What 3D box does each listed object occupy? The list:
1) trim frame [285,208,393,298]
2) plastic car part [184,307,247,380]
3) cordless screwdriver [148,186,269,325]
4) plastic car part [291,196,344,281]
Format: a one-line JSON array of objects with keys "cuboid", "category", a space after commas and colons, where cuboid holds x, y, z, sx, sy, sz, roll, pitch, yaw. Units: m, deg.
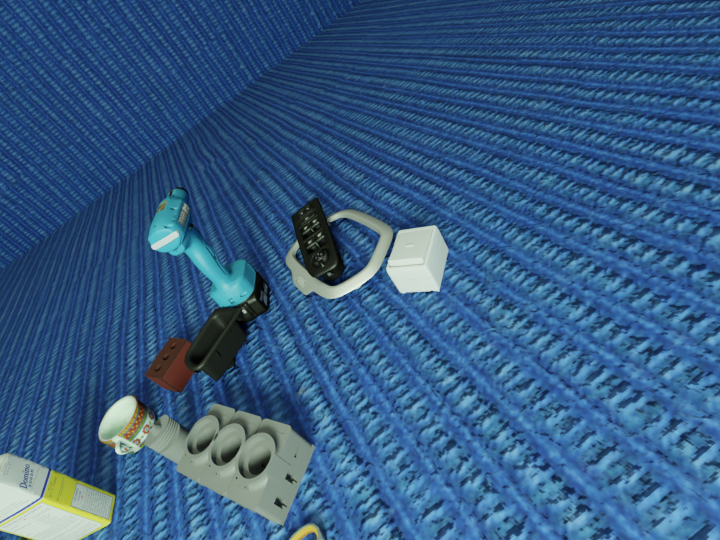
[{"cuboid": [-0.045, -0.034, 0.749, 0.183, 0.026, 0.263, -44, 37, -10], "category": "trim frame"}, {"cuboid": [-0.227, 0.126, 0.685, 0.069, 0.067, 0.117, -6, 45, 34], "category": "plastic car part"}, {"cuboid": [-0.256, -0.027, 0.731, 0.075, 0.236, 0.166, -28, 36, 9], "category": "cordless screwdriver"}, {"cuboid": [-0.074, -0.048, 0.755, 0.067, 0.064, 0.212, -31, 37, 7], "category": "plastic car part"}]
